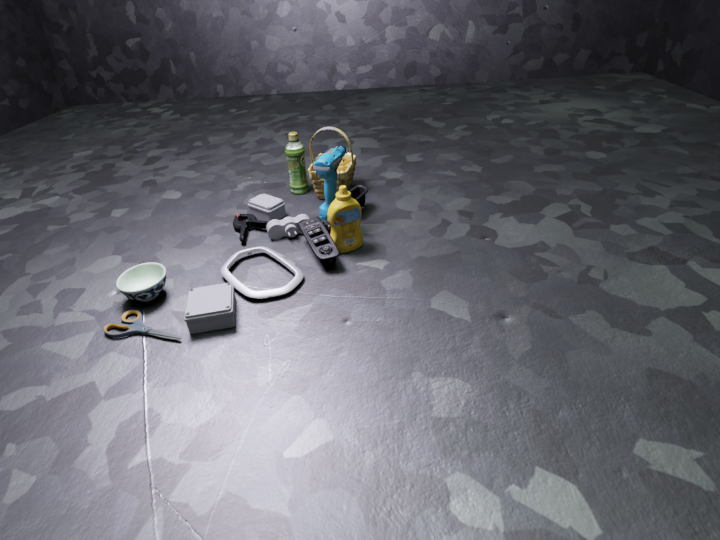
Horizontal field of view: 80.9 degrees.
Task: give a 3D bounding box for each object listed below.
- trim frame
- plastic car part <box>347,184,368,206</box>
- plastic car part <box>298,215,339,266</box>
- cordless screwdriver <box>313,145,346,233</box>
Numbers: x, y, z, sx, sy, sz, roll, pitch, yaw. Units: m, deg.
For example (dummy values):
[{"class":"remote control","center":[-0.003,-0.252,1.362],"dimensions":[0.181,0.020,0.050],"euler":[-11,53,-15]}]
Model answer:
[{"class":"trim frame","center":[-0.263,0.001,1.129],"dimensions":[0.180,0.026,0.263],"euler":[-31,42,-32]},{"class":"plastic car part","center":[-0.016,-0.225,1.383],"dimensions":[0.069,0.068,0.114],"euler":[20,41,31]},{"class":"plastic car part","center":[-0.116,-0.076,1.186],"dimensions":[0.065,0.065,0.214],"euler":[-15,36,-16]},{"class":"cordless screwdriver","center":[-0.077,-0.242,1.265],"dimensions":[0.077,0.241,0.158],"euler":[11,36,20]}]
